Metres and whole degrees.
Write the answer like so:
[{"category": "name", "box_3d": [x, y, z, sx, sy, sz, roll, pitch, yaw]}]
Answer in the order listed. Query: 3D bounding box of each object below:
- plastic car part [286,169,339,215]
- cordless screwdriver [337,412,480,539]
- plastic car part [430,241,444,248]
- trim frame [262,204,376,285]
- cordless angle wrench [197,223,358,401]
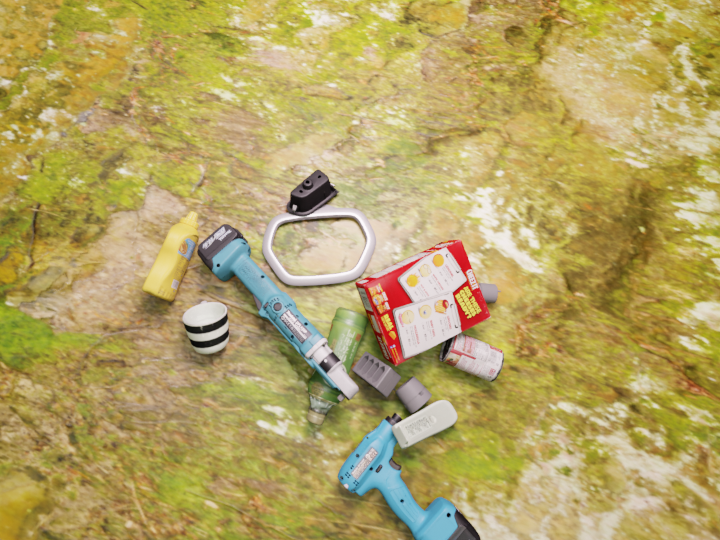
[{"category": "plastic car part", "box_3d": [-0.108, -0.175, 0.920, 0.068, 0.069, 0.115, 41, 66, 19]}, {"category": "cordless screwdriver", "box_3d": [0.099, 0.397, 0.764, 0.256, 0.072, 0.158, 39, 78, 14]}, {"category": "plastic car part", "box_3d": [0.116, 0.016, 0.876, 0.202, 0.066, 0.068, -43, 87, -10]}, {"category": "trim frame", "box_3d": [-0.090, -0.059, 0.921, 0.249, 0.027, 0.187, -6, 75, 1]}, {"category": "cordless angle wrench", "box_3d": [-0.158, 0.077, 0.823, 0.097, 0.072, 0.440, -43, 69, -10]}]
